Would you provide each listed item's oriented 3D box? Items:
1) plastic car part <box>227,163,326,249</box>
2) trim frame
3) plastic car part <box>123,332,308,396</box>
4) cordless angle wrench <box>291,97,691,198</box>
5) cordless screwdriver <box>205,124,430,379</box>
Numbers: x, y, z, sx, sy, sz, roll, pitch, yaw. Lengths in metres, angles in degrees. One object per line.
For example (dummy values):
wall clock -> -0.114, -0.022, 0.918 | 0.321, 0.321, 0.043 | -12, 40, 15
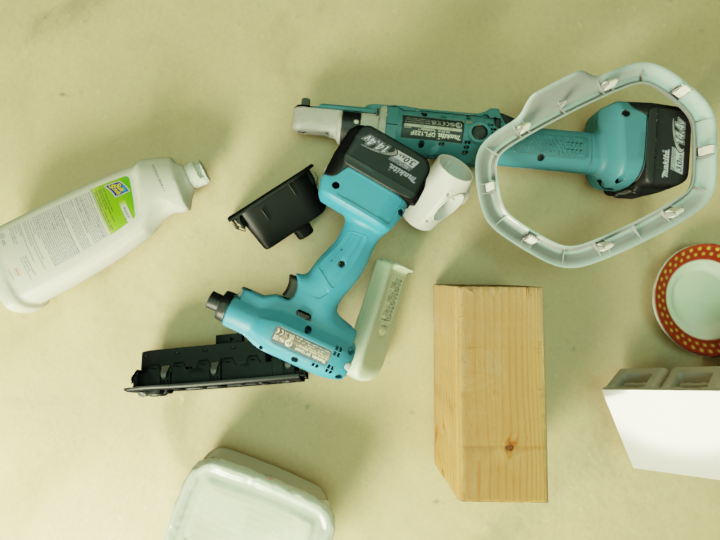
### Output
plastic car part -> -0.087, -0.066, 0.490 | 0.116, 0.068, 0.069 | -31, 104, -6
trim frame -> 0.241, -0.111, 0.430 | 0.250, 0.027, 0.186 | -26, 83, 5
plastic car part -> -0.164, 0.107, 0.474 | 0.203, 0.065, 0.068 | -9, 78, 0
cordless angle wrench -> 0.130, -0.152, 0.486 | 0.426, 0.074, 0.098 | 7, 87, 3
cordless screwdriver -> -0.043, -0.028, 0.439 | 0.159, 0.075, 0.249 | 25, 89, -3
